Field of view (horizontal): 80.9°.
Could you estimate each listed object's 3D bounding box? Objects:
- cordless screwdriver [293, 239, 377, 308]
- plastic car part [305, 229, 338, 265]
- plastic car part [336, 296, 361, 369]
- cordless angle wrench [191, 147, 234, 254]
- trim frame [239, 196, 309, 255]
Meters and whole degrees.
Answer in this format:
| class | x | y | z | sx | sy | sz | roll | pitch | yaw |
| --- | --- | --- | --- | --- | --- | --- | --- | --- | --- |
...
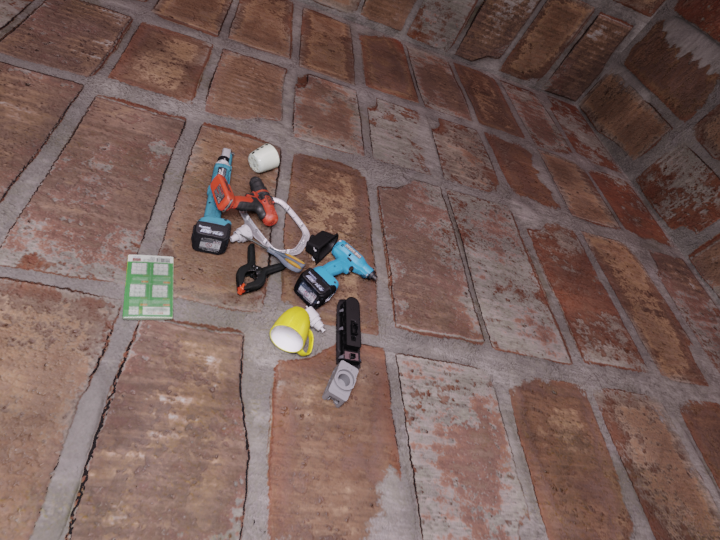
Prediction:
| class | x | y | z | sx | sy | sz | roll | pitch | yaw |
| --- | --- | --- | --- | --- | --- | --- | --- | --- | --- |
| cordless screwdriver | -0.062 | 0.020 | 1.196 | 0.163 | 0.074 | 0.244 | 39 | 43 | 9 |
| plastic car part | -0.124 | -0.081 | 1.268 | 0.073 | 0.064 | 0.115 | 25 | 41 | 14 |
| plastic car part | -0.029 | 0.150 | 1.110 | 0.065 | 0.066 | 0.210 | 7 | 47 | -13 |
| cordless angle wrench | -0.420 | -0.233 | 1.253 | 0.095 | 0.074 | 0.438 | 10 | 46 | -20 |
| trim frame | -0.260 | -0.141 | 1.275 | 0.179 | 0.027 | 0.257 | -25 | 67 | -36 |
